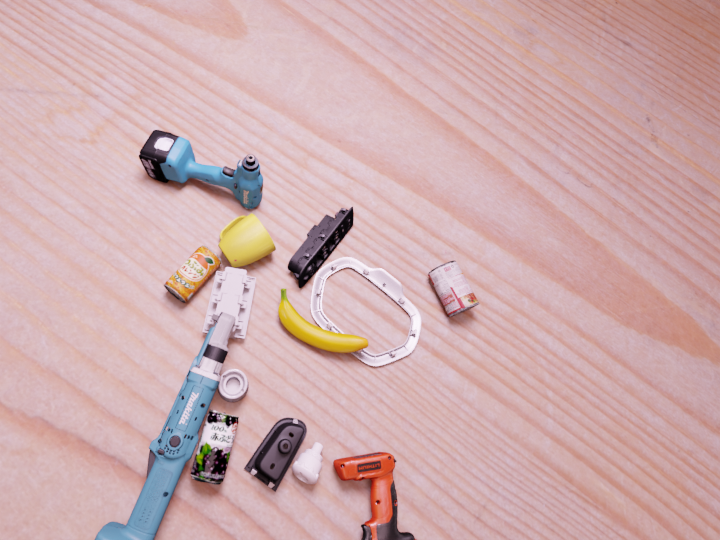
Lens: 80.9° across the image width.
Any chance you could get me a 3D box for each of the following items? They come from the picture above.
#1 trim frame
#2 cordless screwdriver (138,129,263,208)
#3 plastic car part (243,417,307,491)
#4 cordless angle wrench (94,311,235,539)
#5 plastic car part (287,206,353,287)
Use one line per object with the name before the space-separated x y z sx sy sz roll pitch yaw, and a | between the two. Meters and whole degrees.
trim frame | 0.012 0.078 0.864 0.253 0.027 0.183 38 64 9
cordless screwdriver | -0.316 -0.214 0.856 0.248 0.158 0.075 20 65 -2
plastic car part | -0.134 0.302 0.712 0.066 0.071 0.116 34 67 0
cordless angle wrench | -0.291 0.268 0.668 0.097 0.074 0.426 20 70 -4
plastic car part | -0.086 -0.057 0.884 0.068 0.065 0.203 27 64 9
